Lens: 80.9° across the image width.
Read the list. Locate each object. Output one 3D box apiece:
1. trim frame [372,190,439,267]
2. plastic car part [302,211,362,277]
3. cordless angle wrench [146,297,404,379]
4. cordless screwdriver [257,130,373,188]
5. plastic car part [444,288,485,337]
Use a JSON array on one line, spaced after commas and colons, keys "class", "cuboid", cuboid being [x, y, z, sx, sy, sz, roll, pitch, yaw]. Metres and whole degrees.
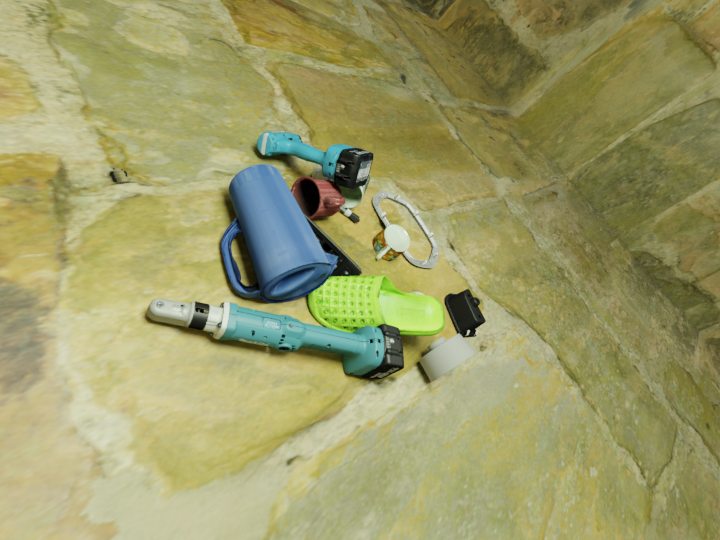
[{"class": "trim frame", "cuboid": [0.123, -0.113, 1.116, 0.177, 0.028, 0.255, -13, 67, -44]}, {"class": "plastic car part", "cuboid": [-0.084, -0.055, 0.864, 0.201, 0.067, 0.067, 43, 26, -4]}, {"class": "cordless angle wrench", "cuboid": [-0.122, 0.102, 0.681, 0.405, 0.099, 0.077, 16, 53, -25]}, {"class": "cordless screwdriver", "cuboid": [-0.093, -0.265, 0.960, 0.258, 0.073, 0.156, 22, 26, 18]}, {"class": "plastic car part", "cuboid": [0.257, 0.095, 1.016, 0.063, 0.072, 0.120, 6, 57, -40]}]
